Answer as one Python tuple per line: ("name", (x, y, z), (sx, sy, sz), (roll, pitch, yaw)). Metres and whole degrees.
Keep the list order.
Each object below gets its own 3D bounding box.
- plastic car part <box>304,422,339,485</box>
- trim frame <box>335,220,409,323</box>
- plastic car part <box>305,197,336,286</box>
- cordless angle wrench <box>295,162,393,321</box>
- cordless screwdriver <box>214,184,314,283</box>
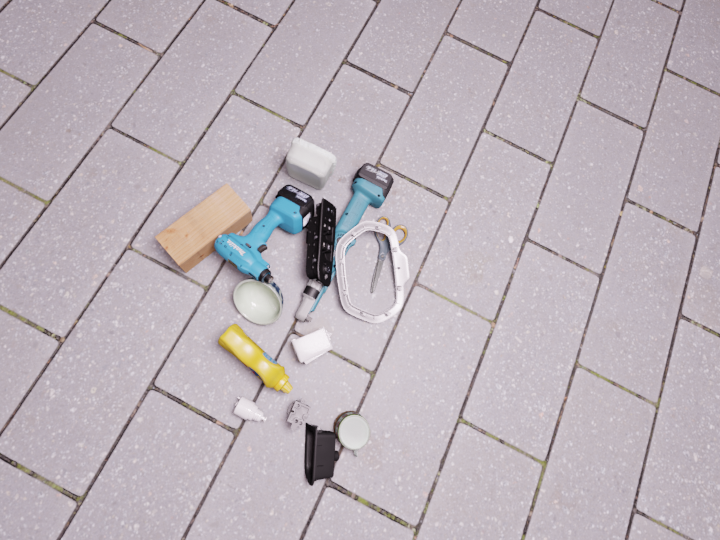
("plastic car part", (-0.081, 0.396, 0.918), (0.068, 0.067, 0.118), (3, 78, -22))
("trim frame", (0.031, 0.004, 1.017), (0.179, 0.028, 0.249), (-6, 89, -19))
("plastic car part", (-0.096, -0.063, 0.983), (0.069, 0.063, 0.207), (-9, 70, 20))
("cordless angle wrench", (-0.051, -0.068, 1.041), (0.098, 0.074, 0.424), (27, 76, 0))
("cordless screwdriver", (-0.197, -0.085, 0.982), (0.165, 0.072, 0.246), (33, 59, 19))
